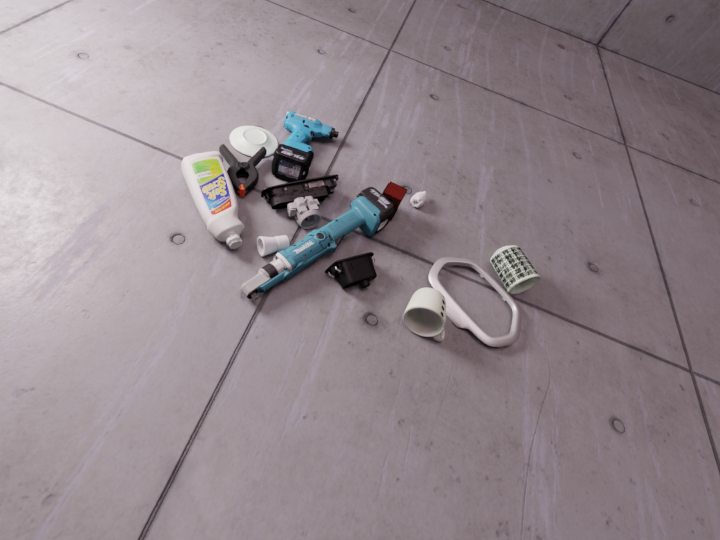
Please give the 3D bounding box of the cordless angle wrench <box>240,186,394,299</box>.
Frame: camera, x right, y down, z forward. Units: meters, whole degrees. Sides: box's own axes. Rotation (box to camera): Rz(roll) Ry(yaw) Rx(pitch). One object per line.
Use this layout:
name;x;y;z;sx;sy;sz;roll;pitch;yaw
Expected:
cordless angle wrench;-0.093;-0.061;0.947;0.101;0.073;0.414;43;56;16

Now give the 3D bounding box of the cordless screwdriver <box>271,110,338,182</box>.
cordless screwdriver;-0.147;-0.337;1.143;0.157;0.073;0.255;14;47;-7

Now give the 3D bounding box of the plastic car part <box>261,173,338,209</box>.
plastic car part;-0.147;-0.187;1.038;0.196;0.068;0.068;-11;84;-26

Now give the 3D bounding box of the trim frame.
trim frame;0.266;0.066;0.981;0.179;0.027;0.258;-26;66;-33

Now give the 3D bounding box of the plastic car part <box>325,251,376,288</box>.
plastic car part;-0.007;0.006;0.930;0.112;0.067;0.072;-12;74;-29
